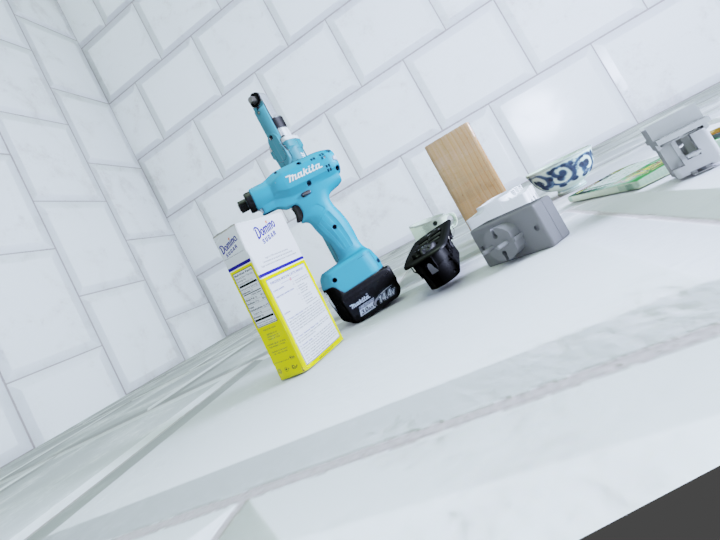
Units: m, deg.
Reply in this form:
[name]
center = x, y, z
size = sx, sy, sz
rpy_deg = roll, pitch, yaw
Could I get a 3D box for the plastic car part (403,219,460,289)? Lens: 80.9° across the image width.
[plastic car part]
center = 0.100, -0.019, 0.561
size = 0.067, 0.067, 0.199
rpy_deg = -28, 1, 18

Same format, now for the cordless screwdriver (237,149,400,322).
[cordless screwdriver]
center = -0.060, -0.039, 0.616
size = 0.158, 0.250, 0.074
rpy_deg = -28, -3, -8

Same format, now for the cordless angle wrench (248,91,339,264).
[cordless angle wrench]
center = -0.086, -0.130, 0.746
size = 0.076, 0.425, 0.095
rpy_deg = -30, -4, 34
